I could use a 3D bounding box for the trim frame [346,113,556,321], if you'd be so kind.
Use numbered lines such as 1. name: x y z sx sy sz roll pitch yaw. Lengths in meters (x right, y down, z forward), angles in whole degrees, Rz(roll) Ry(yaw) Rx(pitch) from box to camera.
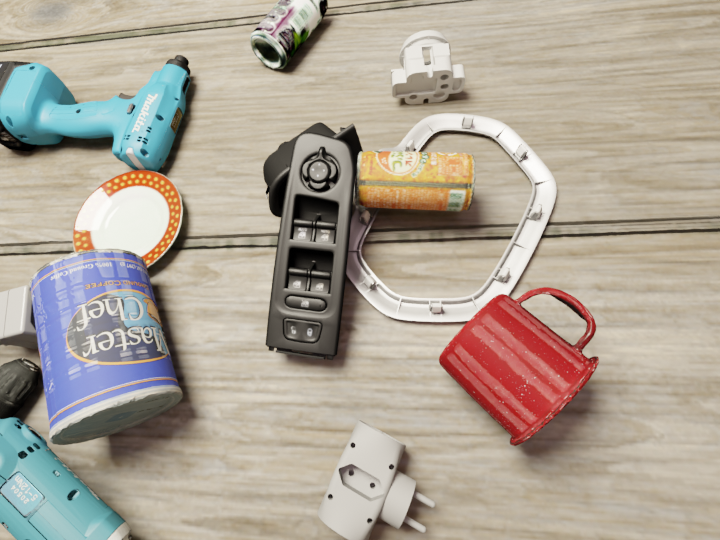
1. trim frame: 0.085 -0.063 0.429 0.191 0.026 0.248 29 77 18

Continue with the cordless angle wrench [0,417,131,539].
1. cordless angle wrench: -0.282 0.151 0.334 0.429 0.097 0.074 39 60 6

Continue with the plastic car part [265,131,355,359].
1. plastic car part: -0.039 -0.026 0.400 0.068 0.065 0.202 6 93 15

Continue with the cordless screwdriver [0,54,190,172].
1. cordless screwdriver: -0.339 -0.213 0.527 0.252 0.072 0.161 10 70 7

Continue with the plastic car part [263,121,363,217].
1. plastic car part: -0.062 -0.119 0.460 0.116 0.063 0.074 -31 55 -1
